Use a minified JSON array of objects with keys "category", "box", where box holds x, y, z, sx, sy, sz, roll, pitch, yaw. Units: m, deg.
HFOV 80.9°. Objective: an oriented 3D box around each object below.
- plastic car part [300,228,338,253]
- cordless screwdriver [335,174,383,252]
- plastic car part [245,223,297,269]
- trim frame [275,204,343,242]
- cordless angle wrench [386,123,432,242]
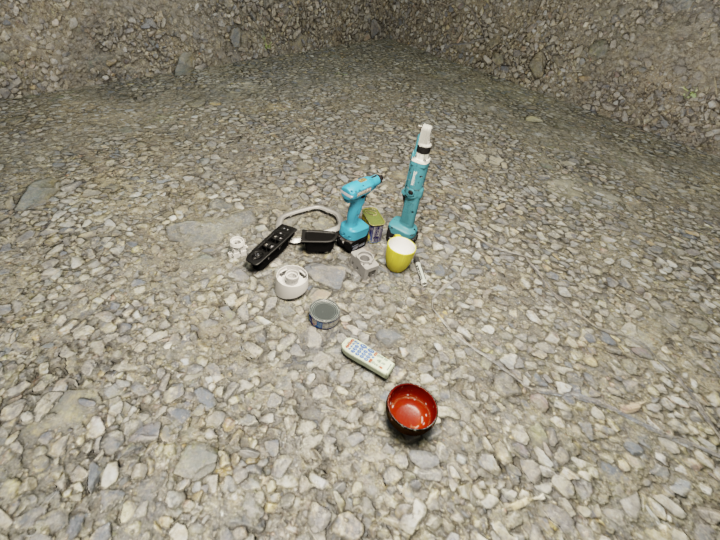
[{"category":"plastic car part","box":[-0.133,-0.087,1.359,0.116,0.069,0.068,5,41,-1]},{"category":"cordless screwdriver","box":[-0.001,-0.188,1.353,0.155,0.242,0.078,-30,54,-35]},{"category":"plastic car part","box":[-0.282,-0.069,1.329,0.069,0.065,0.201,24,45,19]},{"category":"trim frame","box":[-0.178,-0.161,1.470,0.242,0.027,0.194,-20,47,-25]},{"category":"cordless angle wrench","box":[0.164,-0.252,1.313,0.102,0.412,0.073,27,44,19]}]
